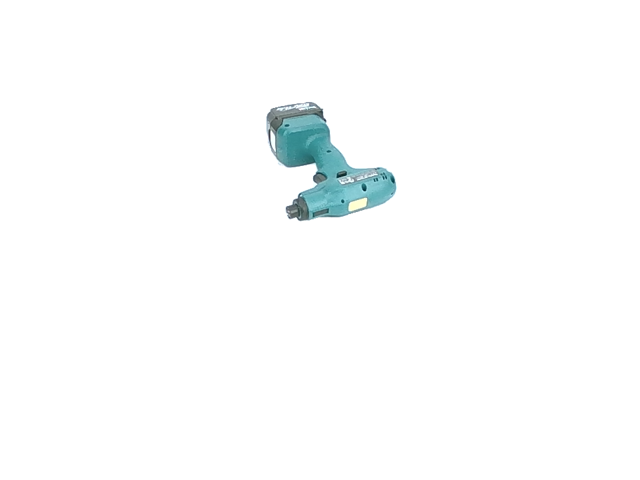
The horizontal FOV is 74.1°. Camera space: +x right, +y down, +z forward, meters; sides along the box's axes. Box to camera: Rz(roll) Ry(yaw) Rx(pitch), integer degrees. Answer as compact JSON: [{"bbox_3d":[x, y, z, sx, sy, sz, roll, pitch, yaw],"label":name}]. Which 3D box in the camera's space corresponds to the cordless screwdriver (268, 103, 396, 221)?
[{"bbox_3d":[-0.016,-0.119,0.647,0.158,0.074,0.249,-18,46,-20],"label":"cordless screwdriver"}]
